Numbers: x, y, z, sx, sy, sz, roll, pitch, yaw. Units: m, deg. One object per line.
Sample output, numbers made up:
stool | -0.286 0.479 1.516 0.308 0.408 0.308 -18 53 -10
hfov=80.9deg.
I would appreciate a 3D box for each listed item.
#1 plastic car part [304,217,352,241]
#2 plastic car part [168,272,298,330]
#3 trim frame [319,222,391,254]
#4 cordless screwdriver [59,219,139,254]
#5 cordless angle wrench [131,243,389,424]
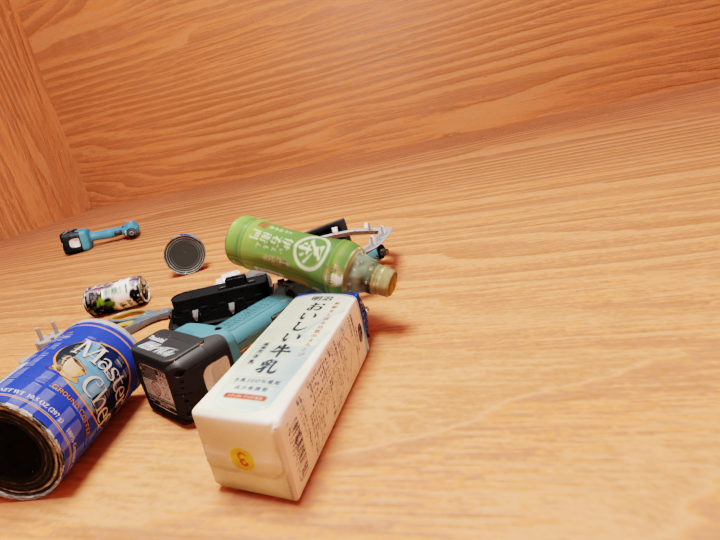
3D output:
plastic car part | -0.081 -0.053 0.830 0.115 0.066 0.072 -19 4 -7
plastic car part | -0.199 0.044 0.639 0.203 0.065 0.068 -16 26 -1
trim frame | -0.048 -0.042 0.678 0.189 0.027 0.246 -9 17 19
cordless screwdriver | -0.904 -0.120 1.478 0.242 0.073 0.167 -17 20 -22
cordless angle wrench | -0.087 0.040 0.571 0.103 0.073 0.412 3 23 37
